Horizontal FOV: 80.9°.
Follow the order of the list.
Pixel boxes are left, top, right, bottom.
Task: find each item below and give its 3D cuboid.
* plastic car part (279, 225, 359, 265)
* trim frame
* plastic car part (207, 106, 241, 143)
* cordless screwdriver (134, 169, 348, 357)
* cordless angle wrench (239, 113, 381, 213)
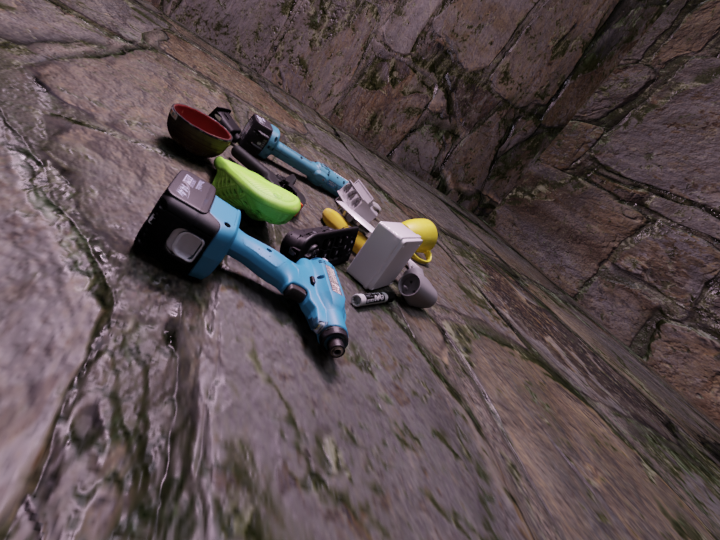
[{"bbox_3d":[-0.065,-0.043,0.667,0.069,0.066,0.198,30,18,11],"label":"plastic car part"},{"bbox_3d":[0.041,-0.066,0.899,0.245,0.027,0.187,38,8,-9],"label":"trim frame"},{"bbox_3d":[-0.298,-0.315,0.939,0.070,0.066,0.117,50,14,-9],"label":"plastic car part"},{"bbox_3d":[-0.117,-0.001,0.470,0.238,0.074,0.166,31,19,-26],"label":"cordless screwdriver"},{"bbox_3d":[-0.105,-0.244,1.071,0.403,0.074,0.102,28,20,-28],"label":"cordless angle wrench"}]
